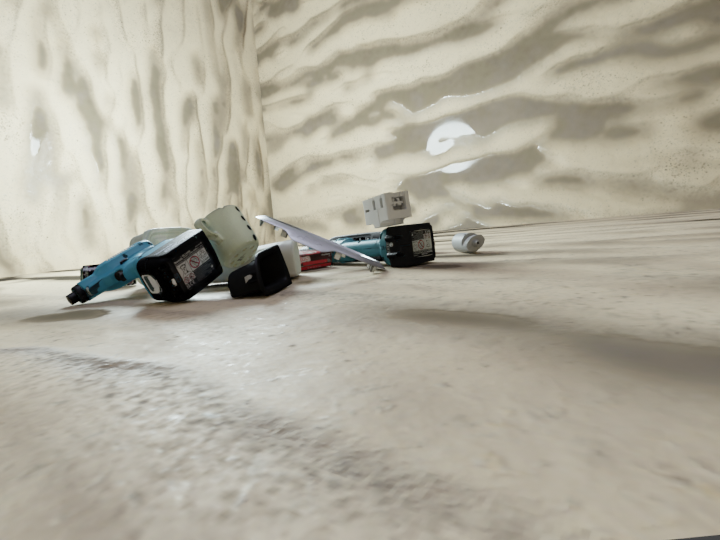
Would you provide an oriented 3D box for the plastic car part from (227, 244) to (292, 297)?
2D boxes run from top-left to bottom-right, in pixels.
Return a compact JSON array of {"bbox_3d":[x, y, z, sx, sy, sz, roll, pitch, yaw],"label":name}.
[{"bbox_3d":[-0.152,0.009,0.604,0.072,0.066,0.115,-20,5,14],"label":"plastic car part"}]

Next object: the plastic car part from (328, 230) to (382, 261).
[{"bbox_3d":[-0.007,-0.053,1.005,0.213,0.066,0.064,0,-3,44],"label":"plastic car part"}]

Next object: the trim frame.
[{"bbox_3d":[-0.073,-0.048,0.750,0.253,0.027,0.181,24,3,8],"label":"trim frame"}]

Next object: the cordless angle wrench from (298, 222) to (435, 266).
[{"bbox_3d":[-0.032,-0.044,0.928,0.094,0.074,0.442,-10,5,-40],"label":"cordless angle wrench"}]

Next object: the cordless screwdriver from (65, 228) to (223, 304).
[{"bbox_3d":[-0.338,0.006,0.649,0.261,0.072,0.157,0,32,40],"label":"cordless screwdriver"}]
